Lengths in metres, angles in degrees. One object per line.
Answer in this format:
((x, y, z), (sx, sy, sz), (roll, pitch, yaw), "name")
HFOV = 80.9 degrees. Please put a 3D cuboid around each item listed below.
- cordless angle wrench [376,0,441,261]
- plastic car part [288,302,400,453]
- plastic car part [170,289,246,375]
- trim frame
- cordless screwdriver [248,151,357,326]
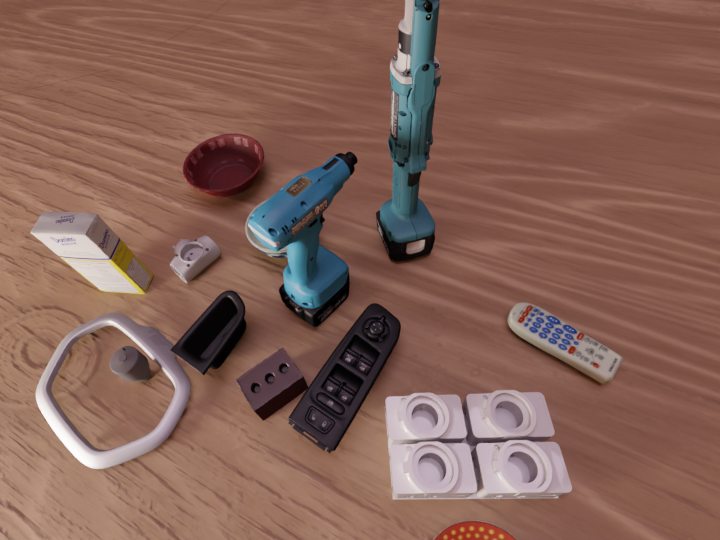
((0.066, -0.167, 0.553), (0.074, 0.408, 0.102), (-14, 56, -6), "cordless angle wrench")
((-0.010, 0.137, 0.561), (0.069, 0.064, 0.202), (24, 61, 20), "plastic car part")
((-0.203, 0.095, 0.615), (0.069, 0.068, 0.116), (25, 62, 21), "plastic car part")
((-0.358, 0.163, 0.615), (0.260, 0.026, 0.183), (30, 64, 25), "trim frame")
((-0.057, -0.037, 0.582), (0.078, 0.240, 0.158), (35, 65, 24), "cordless screwdriver")
